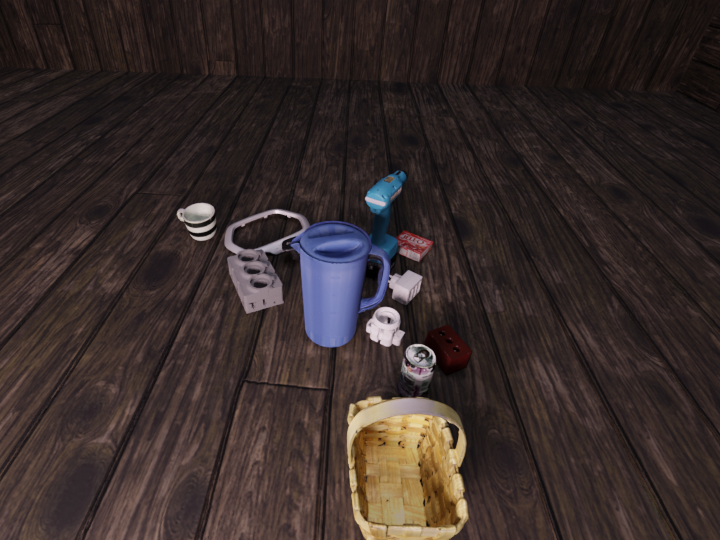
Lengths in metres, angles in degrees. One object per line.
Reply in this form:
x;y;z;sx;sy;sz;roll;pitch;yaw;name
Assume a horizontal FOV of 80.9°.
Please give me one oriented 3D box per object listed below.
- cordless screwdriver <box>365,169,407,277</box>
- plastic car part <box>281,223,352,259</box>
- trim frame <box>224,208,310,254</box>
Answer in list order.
0.060;-0.113;1.016;0.077;0.242;0.157;21;41;20;cordless screwdriver
-0.108;-0.070;1.100;0.199;0.065;0.070;-11;40;-15;plastic car part
-0.258;-0.107;1.173;0.242;0.027;0.195;-26;46;-30;trim frame
